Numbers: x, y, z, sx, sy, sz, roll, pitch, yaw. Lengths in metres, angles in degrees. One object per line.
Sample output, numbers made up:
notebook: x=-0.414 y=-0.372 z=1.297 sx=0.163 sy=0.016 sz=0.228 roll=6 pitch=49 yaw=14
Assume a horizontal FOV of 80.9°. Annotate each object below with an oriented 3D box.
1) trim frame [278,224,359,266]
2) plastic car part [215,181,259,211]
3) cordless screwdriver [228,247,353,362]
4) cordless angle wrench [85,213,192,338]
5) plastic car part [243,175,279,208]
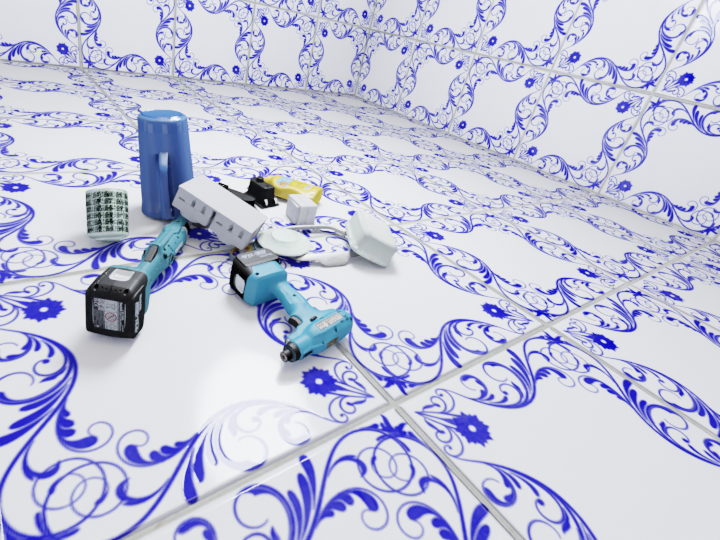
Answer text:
trim frame: x=-0.103 y=-0.068 z=1.058 sx=0.238 sy=0.027 sz=0.195 roll=-5 pitch=33 yaw=-32
plastic car part: x=-0.362 y=-0.198 z=1.150 sx=0.208 sy=0.066 sz=0.065 roll=24 pitch=23 yaw=13
cordless screwdriver: x=-0.150 y=0.061 z=0.770 sx=0.261 sy=0.073 sz=0.154 roll=35 pitch=35 yaw=27
cordless angle wrench: x=-0.394 y=-0.029 z=0.823 sx=0.073 sy=0.096 sz=0.435 roll=10 pitch=25 yaw=-10
plastic car part: x=-0.292 y=-0.236 z=1.230 sx=0.122 sy=0.070 sz=0.063 roll=36 pitch=34 yaw=30
